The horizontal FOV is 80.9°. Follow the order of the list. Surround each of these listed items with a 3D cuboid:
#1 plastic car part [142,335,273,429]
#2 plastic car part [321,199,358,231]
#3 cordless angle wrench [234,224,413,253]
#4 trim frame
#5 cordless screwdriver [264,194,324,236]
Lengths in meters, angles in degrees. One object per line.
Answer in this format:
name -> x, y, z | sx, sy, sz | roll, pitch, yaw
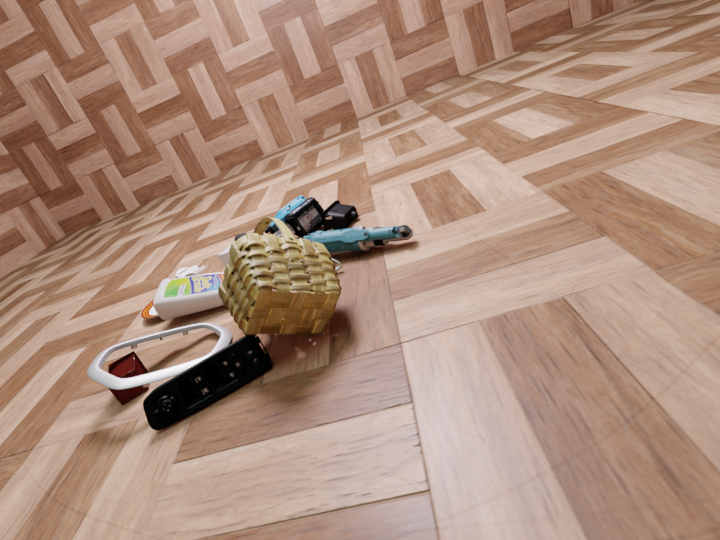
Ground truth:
plastic car part -> -0.244, 0.169, 0.668 | 0.200, 0.065, 0.069 | -31, 16, -14
plastic car part -> -0.045, -0.142, 1.097 | 0.074, 0.064, 0.115 | 8, 34, 24
cordless angle wrench -> -0.093, -0.061, 0.946 | 0.438, 0.075, 0.093 | -5, -14, 25
trim frame -> -0.356, 0.149, 0.766 | 0.241, 0.027, 0.194 | -16, 25, -25
cordless screwdriver -> -0.192, -0.143, 1.190 | 0.158, 0.072, 0.258 | -38, 22, -8
